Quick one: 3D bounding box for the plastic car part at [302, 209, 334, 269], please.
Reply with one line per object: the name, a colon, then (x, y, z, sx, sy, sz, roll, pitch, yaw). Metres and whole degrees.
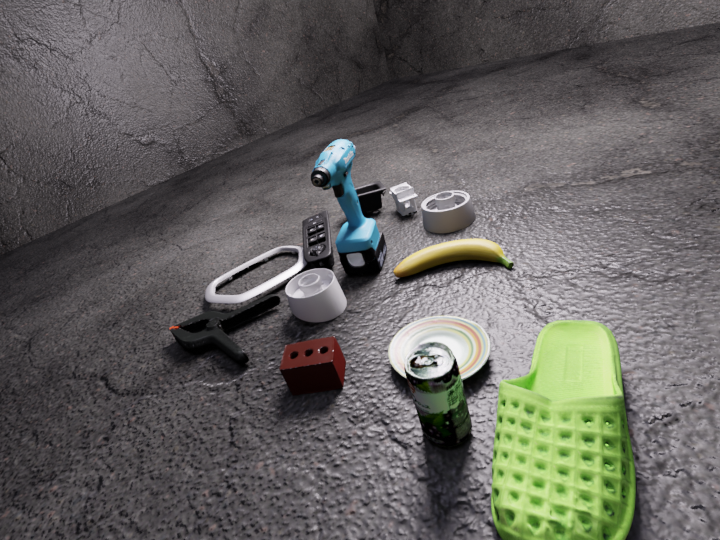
plastic car part: (-0.090, -0.059, 0.920, 0.067, 0.064, 0.209, -17, 29, 3)

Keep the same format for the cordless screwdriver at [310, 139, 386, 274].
cordless screwdriver: (-0.025, -0.102, 0.773, 0.077, 0.240, 0.160, -7, 29, 21)

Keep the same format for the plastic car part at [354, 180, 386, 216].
plastic car part: (0.007, -0.169, 1.048, 0.117, 0.068, 0.068, -19, 27, 0)

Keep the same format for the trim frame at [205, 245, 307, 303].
trim frame: (-0.224, 0.007, 0.927, 0.244, 0.026, 0.194, -33, 32, -23)
